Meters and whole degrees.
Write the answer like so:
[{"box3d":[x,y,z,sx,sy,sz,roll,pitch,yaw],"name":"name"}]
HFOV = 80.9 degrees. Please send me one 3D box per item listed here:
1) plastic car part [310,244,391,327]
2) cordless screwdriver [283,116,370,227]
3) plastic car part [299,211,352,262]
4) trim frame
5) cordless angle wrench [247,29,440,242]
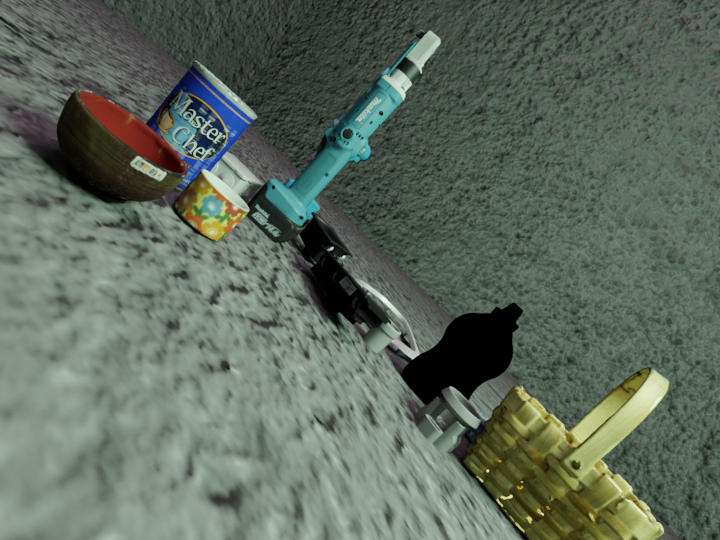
[{"box3d":[-0.028,0.026,0.647,0.063,0.067,0.213,38,9,-33],"name":"plastic car part"},{"box3d":[-0.079,-0.185,0.865,0.077,0.249,0.153,46,9,17],"name":"cordless screwdriver"},{"box3d":[-0.078,-0.051,0.803,0.062,0.071,0.123,35,11,-43],"name":"plastic car part"},{"box3d":[0.050,0.094,0.823,0.182,0.027,0.251,42,8,-8],"name":"trim frame"},{"box3d":[-0.022,-0.225,0.713,0.099,0.424,0.074,44,9,3],"name":"cordless angle wrench"}]
